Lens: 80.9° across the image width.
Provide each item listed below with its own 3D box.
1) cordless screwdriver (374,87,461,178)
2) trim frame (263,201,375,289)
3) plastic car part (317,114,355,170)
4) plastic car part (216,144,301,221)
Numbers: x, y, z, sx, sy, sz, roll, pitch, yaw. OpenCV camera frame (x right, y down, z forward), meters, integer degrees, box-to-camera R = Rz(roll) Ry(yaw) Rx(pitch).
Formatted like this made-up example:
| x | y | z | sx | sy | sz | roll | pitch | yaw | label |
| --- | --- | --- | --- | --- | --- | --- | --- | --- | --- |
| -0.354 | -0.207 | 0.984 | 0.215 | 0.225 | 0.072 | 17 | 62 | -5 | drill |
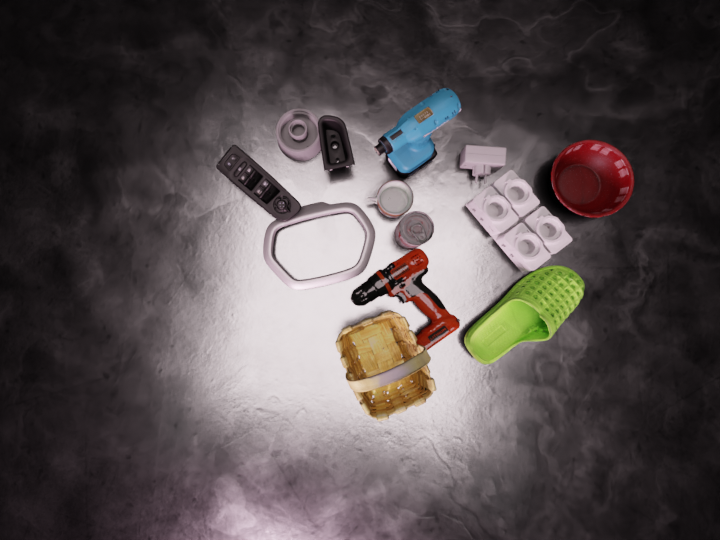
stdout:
| x | y | z | sx | sy | sz | roll | pitch | yaw | label |
| --- | --- | --- | --- | --- | --- | --- | --- | --- | --- |
| 0.090 | -0.242 | 0.816 | 0.159 | 0.247 | 0.075 | -34 | 88 | -2 | cordless screwdriver |
| -0.090 | -0.059 | 0.918 | 0.249 | 0.027 | 0.186 | -15 | 83 | 2 | trim frame |
| -0.055 | -0.271 | 0.918 | 0.066 | 0.070 | 0.117 | -11 | 84 | 0 | plastic car part |
| -0.216 | -0.181 | 0.921 | 0.206 | 0.066 | 0.066 | 41 | 87 | 7 | plastic car part |
